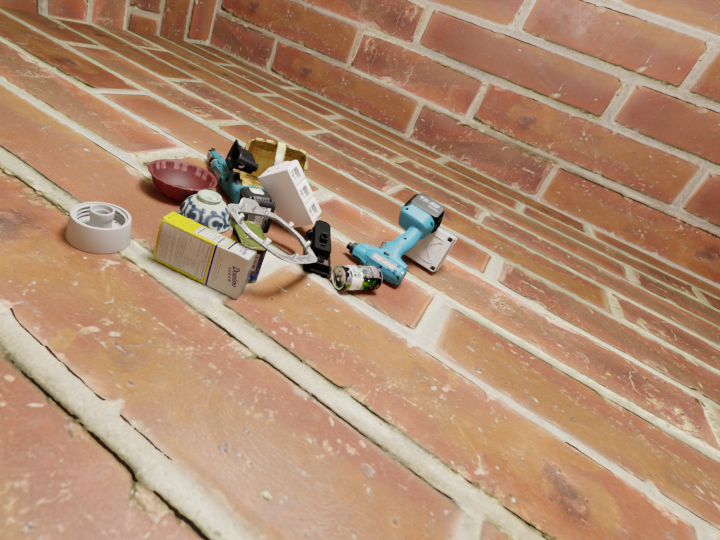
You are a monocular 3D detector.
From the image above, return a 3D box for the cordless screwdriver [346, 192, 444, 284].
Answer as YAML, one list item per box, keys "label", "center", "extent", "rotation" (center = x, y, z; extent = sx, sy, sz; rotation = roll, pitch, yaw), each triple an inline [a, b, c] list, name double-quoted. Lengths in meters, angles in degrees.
- label: "cordless screwdriver"
  center: [0.091, -0.093, 1.064]
  extent: [0.165, 0.072, 0.247]
  rotation: [31, 65, 19]

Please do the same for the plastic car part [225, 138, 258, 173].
- label: "plastic car part"
  center: [-0.295, -0.276, 1.072]
  extent: [0.067, 0.066, 0.123]
  rotation: [20, 20, -35]

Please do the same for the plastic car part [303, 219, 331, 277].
- label: "plastic car part"
  center: [-0.098, -0.064, 1.005]
  extent: [0.065, 0.066, 0.209]
  rotation: [10, 27, -11]

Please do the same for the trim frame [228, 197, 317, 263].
- label: "trim frame"
  center: [-0.171, -0.079, 0.854]
  extent: [0.190, 0.027, 0.241]
  rotation: [43, 14, 14]

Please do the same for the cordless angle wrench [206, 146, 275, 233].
- label: "cordless angle wrench"
  center: [-0.339, -0.232, 1.107]
  extent: [0.071, 0.097, 0.447]
  rotation: [2, 29, -36]
